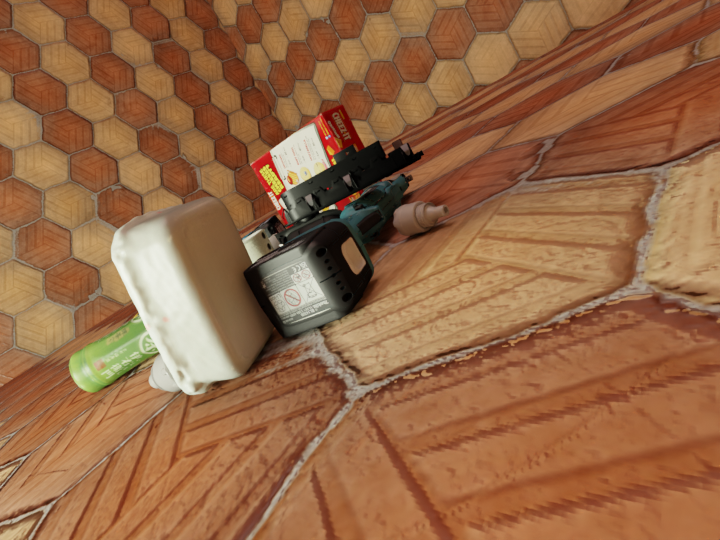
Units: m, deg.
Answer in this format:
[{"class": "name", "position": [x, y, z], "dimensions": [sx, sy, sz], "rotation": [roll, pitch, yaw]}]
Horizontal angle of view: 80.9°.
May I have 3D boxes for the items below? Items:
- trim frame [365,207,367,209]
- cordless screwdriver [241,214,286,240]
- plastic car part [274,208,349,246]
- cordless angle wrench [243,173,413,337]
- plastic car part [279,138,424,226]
[{"class": "trim frame", "position": [-0.054, -0.078, 0.768], "dimensions": [0.188, 0.027, 0.249], "rotation": [-24, 19, 22]}, {"class": "cordless screwdriver", "position": [-0.259, -0.009, 0.862], "dimensions": [0.252, 0.073, 0.160], "rotation": [-31, 14, 15]}, {"class": "plastic car part", "position": [-0.060, -0.039, 0.611], "dimensions": [0.118, 0.063, 0.073], "rotation": [-25, 29, 10]}, {"class": "cordless angle wrench", "position": [0.003, -0.064, 0.542], "dimensions": [0.100, 0.073, 0.420], "rotation": [-24, 14, 27]}, {"class": "plastic car part", "position": [-0.023, -0.118, 0.549], "dimensions": [0.205, 0.065, 0.067], "rotation": [-30, 15, 10]}]
